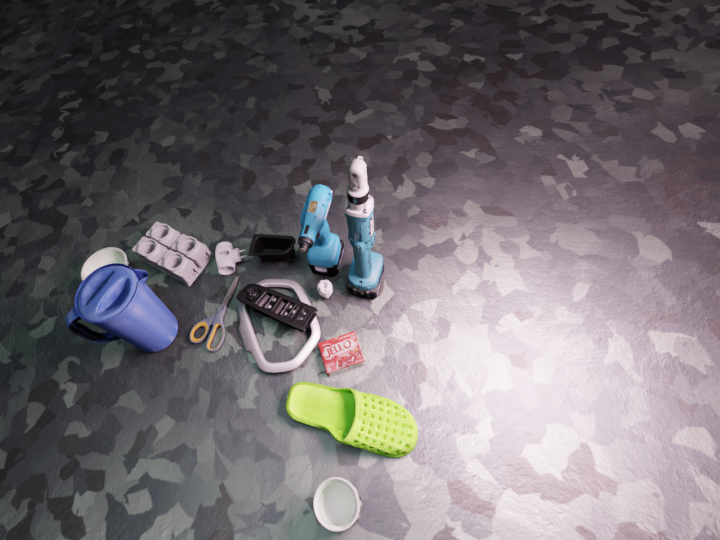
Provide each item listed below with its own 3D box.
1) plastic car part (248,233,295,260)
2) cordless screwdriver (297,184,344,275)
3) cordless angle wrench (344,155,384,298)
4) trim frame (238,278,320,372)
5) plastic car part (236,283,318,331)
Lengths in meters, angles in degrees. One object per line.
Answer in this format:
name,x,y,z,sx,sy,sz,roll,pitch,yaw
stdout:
plastic car part,-0.220,-0.050,1.091,0.119,0.068,0.067,3,60,9
cordless screwdriver,-0.096,-0.063,0.979,0.076,0.240,0.161,9,61,9
cordless angle wrench,0.003,-0.072,0.871,0.076,0.408,0.099,13,62,11
trim frame,-0.200,0.123,1.007,0.183,0.026,0.260,-25,59,-7
plastic car part,-0.199,0.089,1.006,0.211,0.064,0.066,22,64,20
